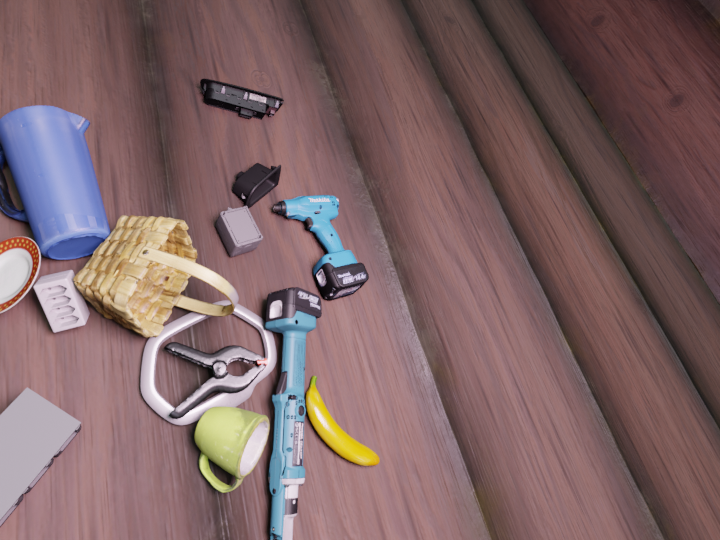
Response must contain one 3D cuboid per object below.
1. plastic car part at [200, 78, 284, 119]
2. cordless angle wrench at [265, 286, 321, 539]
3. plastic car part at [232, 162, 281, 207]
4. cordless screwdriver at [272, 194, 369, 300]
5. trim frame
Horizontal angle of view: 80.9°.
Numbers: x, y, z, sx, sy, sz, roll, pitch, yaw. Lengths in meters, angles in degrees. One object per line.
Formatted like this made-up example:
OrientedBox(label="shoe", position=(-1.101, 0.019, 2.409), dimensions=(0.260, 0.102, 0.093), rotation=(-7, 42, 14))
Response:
OrientedBox(label="plastic car part", position=(-0.297, -0.414, 1.041), dimensions=(0.195, 0.069, 0.067), rotation=(12, 85, -24))
OrientedBox(label="cordless angle wrench", position=(-0.124, 0.243, 0.736), dimensions=(0.092, 0.077, 0.433), rotation=(29, 52, -48))
OrientedBox(label="plastic car part", position=(-0.241, -0.200, 0.949), dimensions=(0.073, 0.065, 0.115), rotation=(35, 54, 11))
OrientedBox(label="cordless screwdriver", position=(-0.091, -0.060, 0.934), dimensions=(0.153, 0.075, 0.257), rotation=(-7, 63, -31))
OrientedBox(label="trim frame", position=(-0.263, 0.157, 0.748), dimensions=(0.241, 0.028, 0.188), rotation=(-28, 77, -38))
